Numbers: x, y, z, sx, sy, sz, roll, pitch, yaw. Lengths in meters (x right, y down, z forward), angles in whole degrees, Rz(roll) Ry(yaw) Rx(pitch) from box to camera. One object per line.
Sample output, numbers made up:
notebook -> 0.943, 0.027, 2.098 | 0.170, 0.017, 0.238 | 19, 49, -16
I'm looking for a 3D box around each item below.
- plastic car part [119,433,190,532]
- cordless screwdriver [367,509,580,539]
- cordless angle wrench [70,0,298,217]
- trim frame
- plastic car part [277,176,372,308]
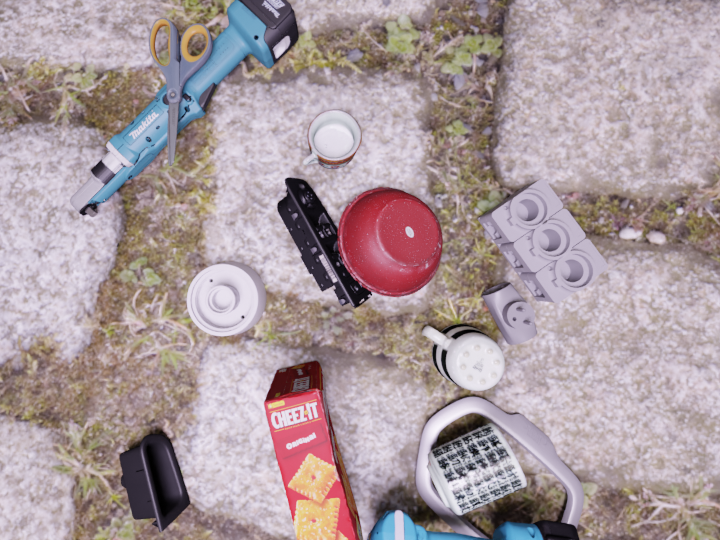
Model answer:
plastic car part -> -0.297, 0.291, 0.587 | 0.072, 0.064, 0.118 | -24, 84, 12
cordless screwdriver -> 0.133, 0.358, 0.531 | 0.249, 0.155, 0.076 | 7, 49, 1
cordless angle wrench -> -0.268, -0.240, 0.619 | 0.423, 0.074, 0.098 | -45, 88, 0
trim frame -> 0.192, 0.292, 0.591 | 0.251, 0.027, 0.184 | 40, 88, 5
plastic car part -> -0.059, -0.039, 0.604 | 0.069, 0.064, 0.204 | -27, 88, 38
